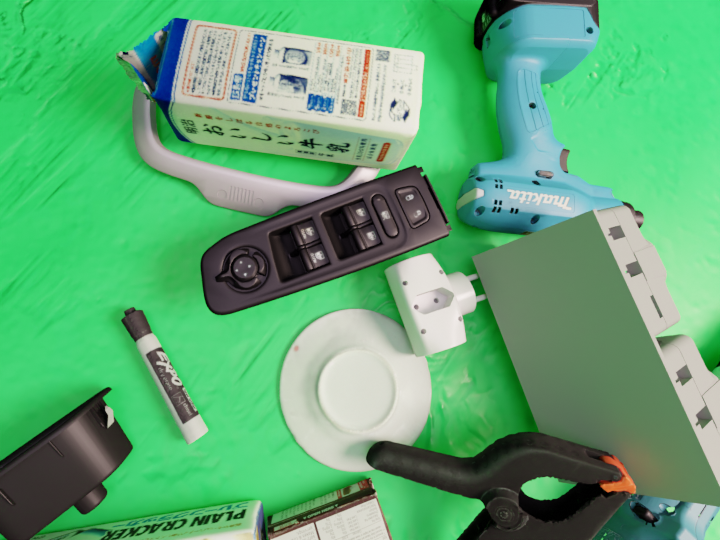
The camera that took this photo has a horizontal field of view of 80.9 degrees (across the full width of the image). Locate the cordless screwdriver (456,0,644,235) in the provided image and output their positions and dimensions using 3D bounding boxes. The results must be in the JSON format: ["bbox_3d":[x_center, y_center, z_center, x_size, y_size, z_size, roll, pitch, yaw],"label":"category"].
[{"bbox_3d":[0.181,-0.152,0.395,0.159,0.074,0.251,6,81,-3],"label":"cordless screwdriver"}]

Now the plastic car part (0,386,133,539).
[{"bbox_3d":[-0.226,0.153,0.317,0.115,0.067,0.070,-33,99,-13],"label":"plastic car part"}]

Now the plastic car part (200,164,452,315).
[{"bbox_3d":[-0.035,-0.023,0.355,0.200,0.068,0.066,-21,89,-11],"label":"plastic car part"}]

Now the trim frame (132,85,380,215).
[{"bbox_3d":[-0.094,-0.145,0.404,0.248,0.027,0.186,12,76,-2],"label":"trim frame"}]

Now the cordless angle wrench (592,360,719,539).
[{"bbox_3d":[0.227,0.179,0.318,0.419,0.098,0.075,-42,86,-15],"label":"cordless angle wrench"}]
